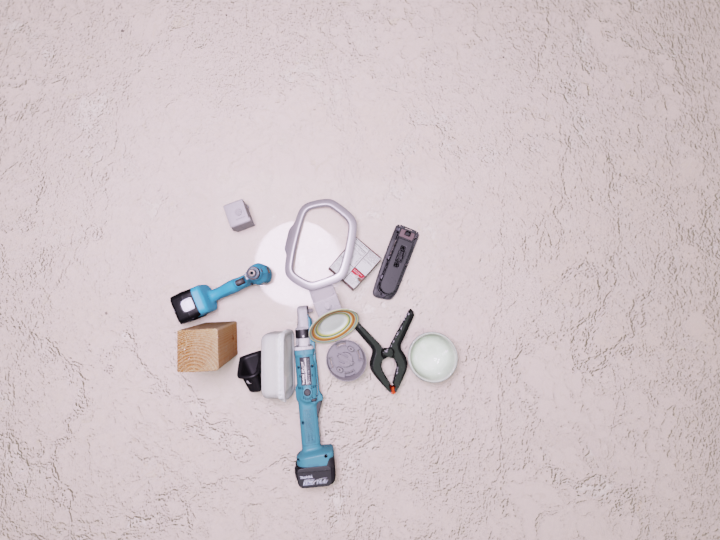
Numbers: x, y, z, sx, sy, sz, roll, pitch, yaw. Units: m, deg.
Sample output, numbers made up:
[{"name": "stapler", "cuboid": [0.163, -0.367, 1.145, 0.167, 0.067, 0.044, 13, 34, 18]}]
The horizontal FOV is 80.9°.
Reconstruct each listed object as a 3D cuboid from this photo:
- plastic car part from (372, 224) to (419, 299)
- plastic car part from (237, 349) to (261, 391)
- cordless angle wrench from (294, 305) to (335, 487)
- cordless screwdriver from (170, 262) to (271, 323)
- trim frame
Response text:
[{"name": "plastic car part", "cuboid": [0.094, -0.018, 1.093, 0.066, 0.068, 0.203, 23, 87, -7]}, {"name": "plastic car part", "cuboid": [-0.264, 0.259, 1.045, 0.066, 0.120, 0.069, -19, 111, -2]}, {"name": "cordless angle wrench", "cuboid": [-0.129, 0.301, 1.055, 0.098, 0.074, 0.427, -6, 81, -2]}, {"name": "cordless screwdriver", "cuboid": [-0.342, 0.049, 1.040, 0.249, 0.158, 0.075, -24, 88, -1]}, {"name": "trim frame", "cuboid": [-0.107, -0.070, 1.096, 0.188, 0.027, 0.250, 8, 78, 13]}]
